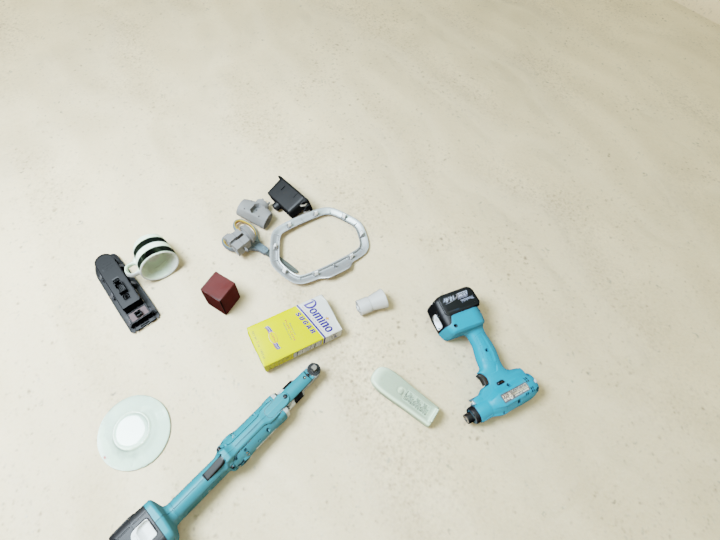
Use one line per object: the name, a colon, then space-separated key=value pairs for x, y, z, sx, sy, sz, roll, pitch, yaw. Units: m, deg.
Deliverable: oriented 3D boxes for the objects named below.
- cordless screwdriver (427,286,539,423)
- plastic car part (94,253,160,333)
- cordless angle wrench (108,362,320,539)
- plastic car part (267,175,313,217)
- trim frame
cordless screwdriver: x=0.220 y=0.168 z=0.852 sx=0.156 sy=0.073 sz=0.258 roll=-23 pitch=67 yaw=-15
plastic car part: x=-0.517 y=0.036 z=0.909 sx=0.066 sy=0.065 sz=0.212 roll=-38 pitch=65 yaw=-15
cordless angle wrench: x=-0.221 y=0.317 z=0.744 sx=0.077 sy=0.096 sz=0.417 roll=39 pitch=61 yaw=16
plastic car part: x=-0.183 y=-0.174 z=1.049 sx=0.121 sy=0.063 sz=0.071 roll=39 pitch=79 yaw=21
trim frame: x=-0.097 y=-0.064 z=0.994 sx=0.243 sy=0.027 sz=0.191 roll=-25 pitch=66 yaw=-22
